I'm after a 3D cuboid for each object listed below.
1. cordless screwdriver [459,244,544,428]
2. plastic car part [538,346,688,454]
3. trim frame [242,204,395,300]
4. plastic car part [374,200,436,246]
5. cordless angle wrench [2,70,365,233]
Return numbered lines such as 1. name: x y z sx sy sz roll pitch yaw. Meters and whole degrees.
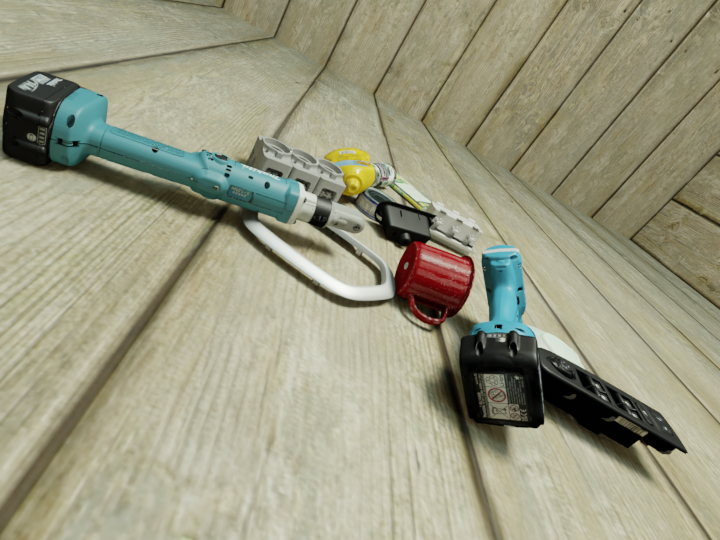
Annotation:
1. cordless screwdriver: 0.182 0.089 0.528 0.077 0.154 0.248 -6 26 23
2. plastic car part: 0.300 0.169 0.545 0.202 0.067 0.066 34 33 -3
3. trim frame: -0.058 -0.038 0.589 0.253 0.027 0.182 33 27 8
4. plastic car part: 0.080 -0.074 0.766 0.112 0.066 0.074 13 46 -26
5. cordless angle wrench: -0.180 -0.117 0.518 0.408 0.074 0.102 17 30 -20
